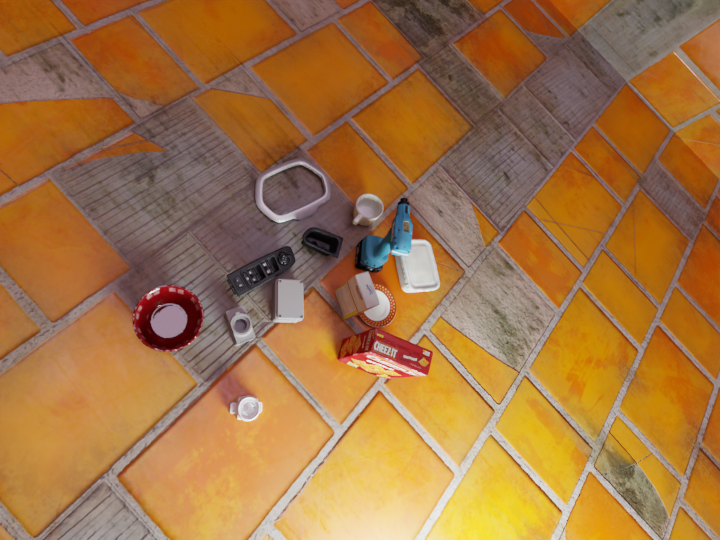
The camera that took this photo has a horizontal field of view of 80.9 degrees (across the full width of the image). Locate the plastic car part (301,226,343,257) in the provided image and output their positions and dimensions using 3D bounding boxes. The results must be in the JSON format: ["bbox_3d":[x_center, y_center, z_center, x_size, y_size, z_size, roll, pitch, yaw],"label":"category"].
[{"bbox_3d":[-0.119,-0.078,1.221,0.114,0.072,0.067,22,66,-13],"label":"plastic car part"}]

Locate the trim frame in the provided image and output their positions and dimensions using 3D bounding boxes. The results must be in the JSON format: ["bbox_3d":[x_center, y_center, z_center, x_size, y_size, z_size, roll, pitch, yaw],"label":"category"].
[{"bbox_3d":[-0.203,-0.241,1.275,0.243,0.028,0.186,-30,83,-26],"label":"trim frame"}]

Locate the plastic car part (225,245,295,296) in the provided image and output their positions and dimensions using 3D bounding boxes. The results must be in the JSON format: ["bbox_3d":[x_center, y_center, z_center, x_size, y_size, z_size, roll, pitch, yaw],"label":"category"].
[{"bbox_3d":[-0.265,0.002,1.143,0.199,0.068,0.067,-32,87,-26],"label":"plastic car part"}]

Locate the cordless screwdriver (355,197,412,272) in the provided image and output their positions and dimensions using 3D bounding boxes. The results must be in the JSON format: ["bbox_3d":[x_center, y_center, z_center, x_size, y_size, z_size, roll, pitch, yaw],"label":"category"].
[{"bbox_3d":[0.069,-0.092,1.193,0.072,0.252,0.162,14,69,-20],"label":"cordless screwdriver"}]
